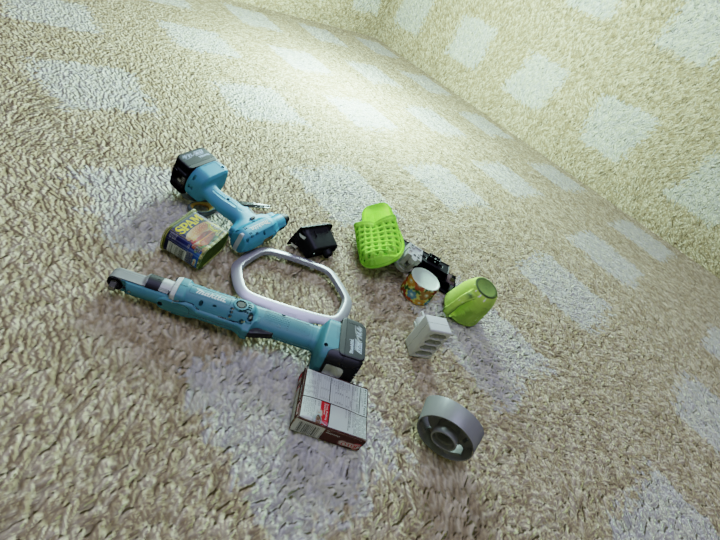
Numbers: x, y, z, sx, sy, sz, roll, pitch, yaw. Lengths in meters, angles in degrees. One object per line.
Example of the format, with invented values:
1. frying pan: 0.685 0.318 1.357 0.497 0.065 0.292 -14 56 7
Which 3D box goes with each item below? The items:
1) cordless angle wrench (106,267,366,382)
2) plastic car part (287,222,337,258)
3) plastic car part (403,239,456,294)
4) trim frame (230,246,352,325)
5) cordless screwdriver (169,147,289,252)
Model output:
1. cordless angle wrench: -0.200 0.075 0.693 0.418 0.074 0.100 19 37 -6
2. plastic car part: -0.092 -0.060 0.937 0.111 0.067 0.073 -11 66 -45
3. plastic car part: 0.148 -0.017 1.026 0.205 0.066 0.066 28 44 5
4. trim frame: -0.132 0.032 0.822 0.242 0.027 0.190 18 36 -14
5. cordless screwdriver: -0.273 -0.155 0.899 0.254 0.074 0.156 44 39 9
